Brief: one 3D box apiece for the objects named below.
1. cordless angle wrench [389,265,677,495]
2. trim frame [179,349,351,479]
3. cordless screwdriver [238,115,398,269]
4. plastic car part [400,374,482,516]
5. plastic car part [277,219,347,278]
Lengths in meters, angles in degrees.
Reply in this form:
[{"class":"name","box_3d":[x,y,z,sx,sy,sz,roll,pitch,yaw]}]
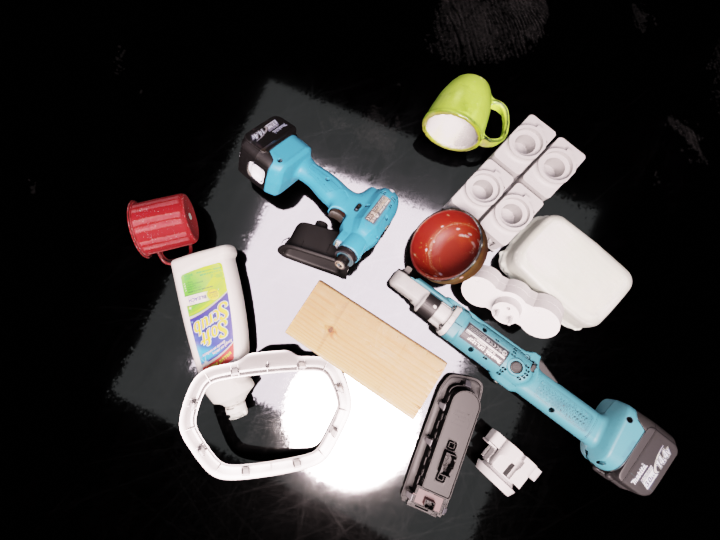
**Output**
[{"class":"cordless angle wrench","box_3d":[0.218,0.136,0.611,0.431,0.073,0.098,37,85,10]},{"class":"trim frame","box_3d":[-0.131,0.206,0.608,0.244,0.028,0.184,-2,90,-12]},{"class":"cordless screwdriver","box_3d":[-0.076,-0.116,0.635,0.252,0.074,0.158,33,55,5]},{"class":"plastic car part","box_3d":[0.122,0.248,0.604,0.068,0.065,0.203,20,80,10]},{"class":"plastic car part","box_3d":[-0.065,-0.042,0.663,0.119,0.064,0.071,21,69,8]}]
